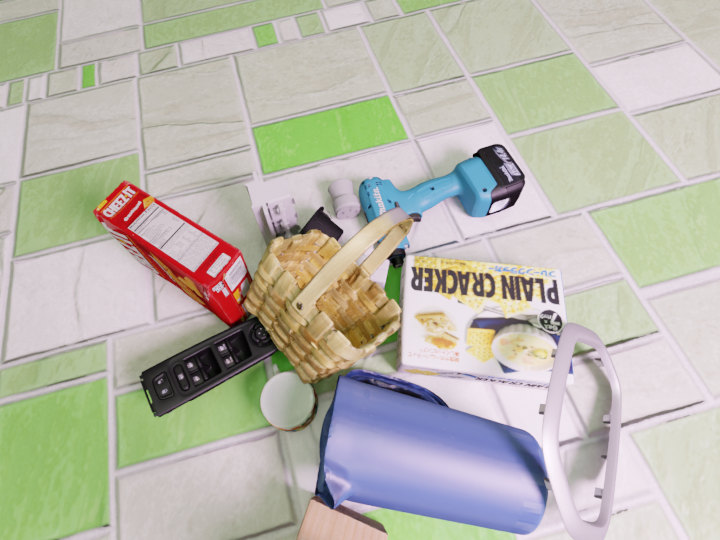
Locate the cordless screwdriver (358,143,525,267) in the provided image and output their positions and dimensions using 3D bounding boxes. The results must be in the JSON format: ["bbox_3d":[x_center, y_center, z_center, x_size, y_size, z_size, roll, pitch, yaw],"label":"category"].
[{"bbox_3d":[0.133,-0.103,0.680,0.249,0.072,0.165,-16,64,0],"label":"cordless screwdriver"}]

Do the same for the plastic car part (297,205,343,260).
[{"bbox_3d":[-0.066,-0.043,0.676,0.071,0.066,0.116,37,67,2],"label":"plastic car part"}]

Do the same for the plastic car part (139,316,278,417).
[{"bbox_3d":[-0.190,0.128,0.587,0.200,0.064,0.070,-30,57,-16],"label":"plastic car part"}]

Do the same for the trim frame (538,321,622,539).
[{"bbox_3d":[0.260,0.176,0.488,0.178,0.028,0.248,47,51,-20],"label":"trim frame"}]
